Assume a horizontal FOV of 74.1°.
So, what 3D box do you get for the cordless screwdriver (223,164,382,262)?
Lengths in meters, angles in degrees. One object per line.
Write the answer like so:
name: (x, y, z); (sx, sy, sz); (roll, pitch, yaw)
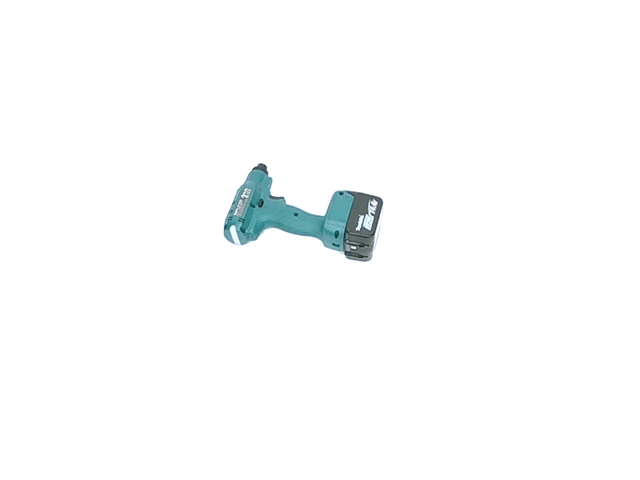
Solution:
cordless screwdriver: (-0.023, -0.054, 0.705); (0.249, 0.158, 0.074); (8, -34, 9)
